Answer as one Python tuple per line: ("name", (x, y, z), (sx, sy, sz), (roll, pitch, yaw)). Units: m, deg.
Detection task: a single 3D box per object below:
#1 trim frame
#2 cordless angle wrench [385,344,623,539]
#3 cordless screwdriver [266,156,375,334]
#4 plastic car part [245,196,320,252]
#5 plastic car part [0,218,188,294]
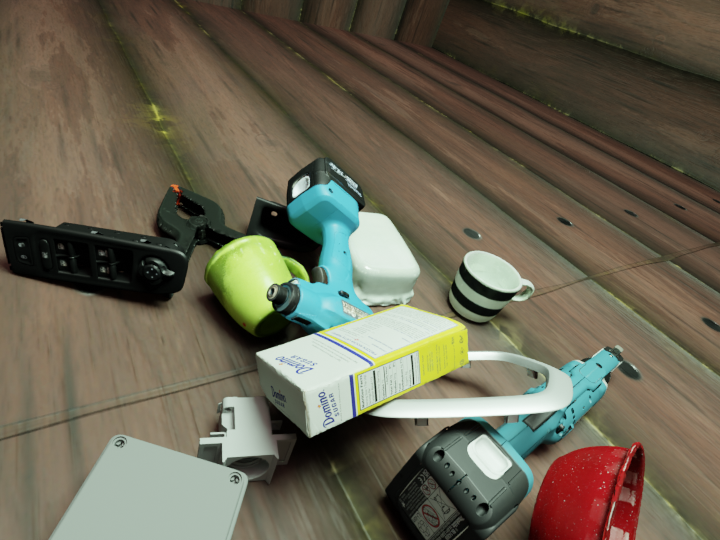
("trim frame", (0.081, 0.111, 0.427), (0.248, 0.027, 0.185), (-4, 6, -2))
("cordless angle wrench", (0.203, 0.157, 0.464), (0.406, 0.097, 0.078), (-12, 47, -41))
("cordless screwdriver", (-0.050, -0.032, 0.508), (0.150, 0.076, 0.258), (31, 38, -42))
("plastic car part", (-0.110, -0.074, 0.657), (0.115, 0.065, 0.073), (17, 21, -10))
("plastic car part", (-0.288, -0.018, 0.479), (0.204, 0.065, 0.067), (11, 20, 4))
